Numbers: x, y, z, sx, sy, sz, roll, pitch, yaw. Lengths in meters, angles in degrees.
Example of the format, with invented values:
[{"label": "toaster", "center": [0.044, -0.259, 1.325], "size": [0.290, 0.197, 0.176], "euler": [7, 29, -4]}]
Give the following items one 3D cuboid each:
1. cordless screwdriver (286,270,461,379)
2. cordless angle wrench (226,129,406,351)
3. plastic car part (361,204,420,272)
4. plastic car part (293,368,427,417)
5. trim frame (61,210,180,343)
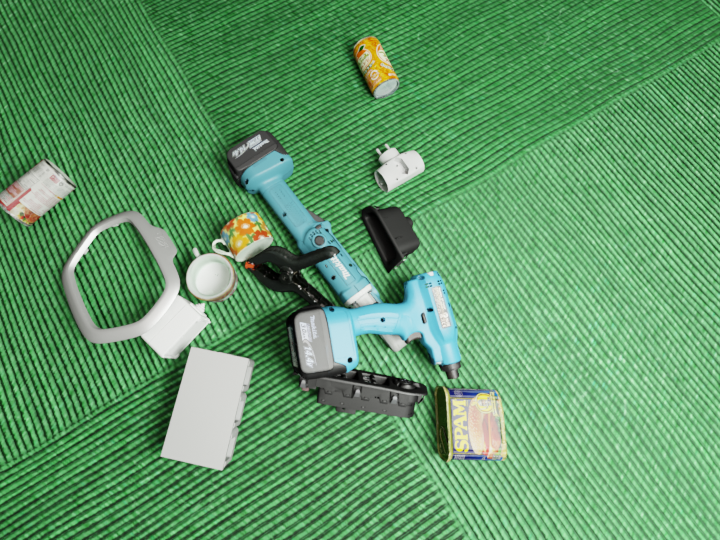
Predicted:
[{"label": "cordless screwdriver", "center": [0.025, 0.102, 0.605], "size": [0.243, 0.075, 0.161], "euler": [-13, 81, -16]}, {"label": "cordless angle wrench", "center": [-0.068, -0.045, 0.697], "size": [0.097, 0.073, 0.432], "euler": [-36, 79, -12]}, {"label": "plastic car part", "center": [0.058, -0.066, 0.711], "size": [0.069, 0.066, 0.120], "euler": [-15, 71, -22]}, {"label": "plastic car part", "center": [0.000, 0.181, 0.632], "size": [0.204, 0.066, 0.067], "euler": [5, 84, 1]}, {"label": "trim frame", "center": [-0.382, 0.004, 0.673], "size": [0.183, 0.026, 0.261], "euler": [-40, 59, -7]}]
